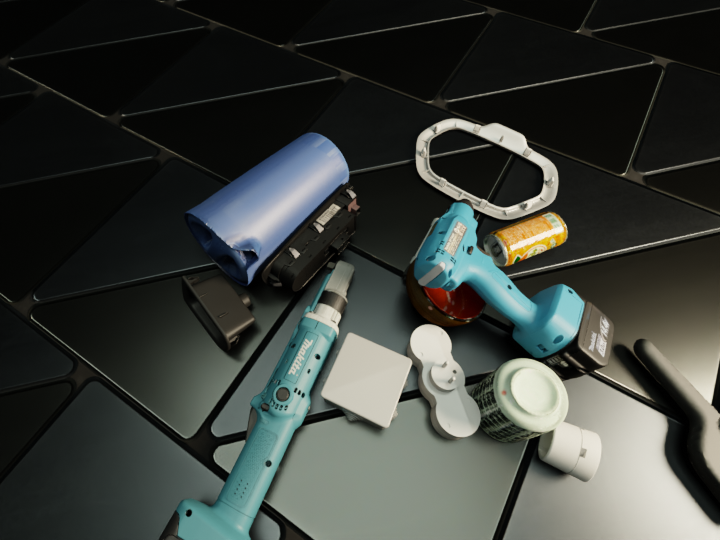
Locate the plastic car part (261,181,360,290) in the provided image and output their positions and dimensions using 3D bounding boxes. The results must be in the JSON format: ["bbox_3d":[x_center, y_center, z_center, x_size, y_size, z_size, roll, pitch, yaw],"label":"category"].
[{"bbox_3d":[-0.061,-0.040,0.625,0.069,0.065,0.201,38,65,17],"label":"plastic car part"}]

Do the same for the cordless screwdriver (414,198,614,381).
[{"bbox_3d":[0.196,0.015,0.548,0.250,0.074,0.158,36,51,1],"label":"cordless screwdriver"}]

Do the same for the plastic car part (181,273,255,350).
[{"bbox_3d":[-0.193,0.052,0.597,0.069,0.065,0.121,-35,68,-33],"label":"plastic car part"}]

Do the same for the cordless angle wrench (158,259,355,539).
[{"bbox_3d":[-0.096,0.161,0.524,0.101,0.072,0.425,19,61,12],"label":"cordless angle wrench"}]

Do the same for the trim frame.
[{"bbox_3d":[0.212,-0.183,0.724,0.258,0.027,0.183,32,66,20],"label":"trim frame"}]
